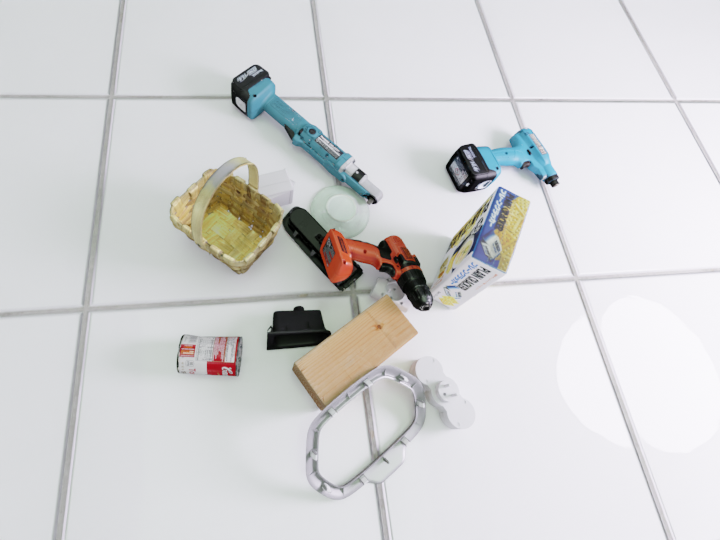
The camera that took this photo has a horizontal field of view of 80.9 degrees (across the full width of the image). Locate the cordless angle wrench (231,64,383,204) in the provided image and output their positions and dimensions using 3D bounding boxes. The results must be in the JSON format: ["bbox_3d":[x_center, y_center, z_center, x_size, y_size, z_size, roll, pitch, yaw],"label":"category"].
[{"bbox_3d":[-0.114,-0.296,0.949,0.430,0.074,0.097,42,67,9],"label":"cordless angle wrench"}]

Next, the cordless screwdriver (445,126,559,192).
[{"bbox_3d":[0.336,-0.237,0.979,0.243,0.074,0.164,-19,71,-19],"label":"cordless screwdriver"}]

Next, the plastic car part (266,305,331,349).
[{"bbox_3d":[-0.118,0.101,0.783,0.114,0.064,0.074,-5,55,-13],"label":"plastic car part"}]

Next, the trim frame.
[{"bbox_3d":[0.015,0.268,0.701,0.244,0.029,0.178,-34,111,-22],"label":"trim frame"}]

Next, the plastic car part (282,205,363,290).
[{"bbox_3d":[-0.083,-0.055,0.852,0.066,0.065,0.209,-41,75,-11],"label":"plastic car part"}]
